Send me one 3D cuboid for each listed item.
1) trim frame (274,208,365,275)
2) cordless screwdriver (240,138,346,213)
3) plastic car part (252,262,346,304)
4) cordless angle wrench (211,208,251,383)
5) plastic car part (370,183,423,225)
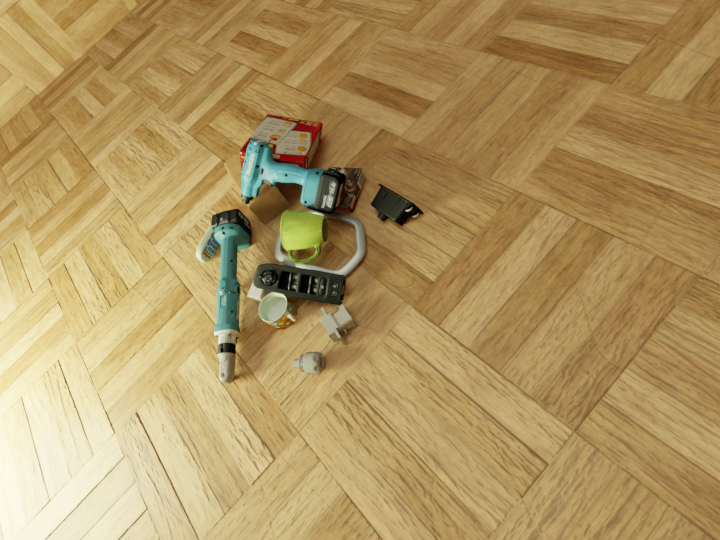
[{"bbox_3d":[-0.099,-0.065,1.015,0.261,0.026,0.185,17,69,29],"label":"trim frame"},{"bbox_3d":[-0.169,-0.198,1.004,0.253,0.074,0.157,22,113,9],"label":"cordless screwdriver"},{"bbox_3d":[-0.135,0.021,0.935,0.204,0.067,0.065,8,106,2],"label":"plastic car part"},{"bbox_3d":[-0.313,0.050,1.009,0.076,0.093,0.436,-14,61,11],"label":"cordless angle wrench"},{"bbox_3d":[0.072,-0.143,0.969,0.123,0.062,0.071,36,94,38],"label":"plastic car part"}]
